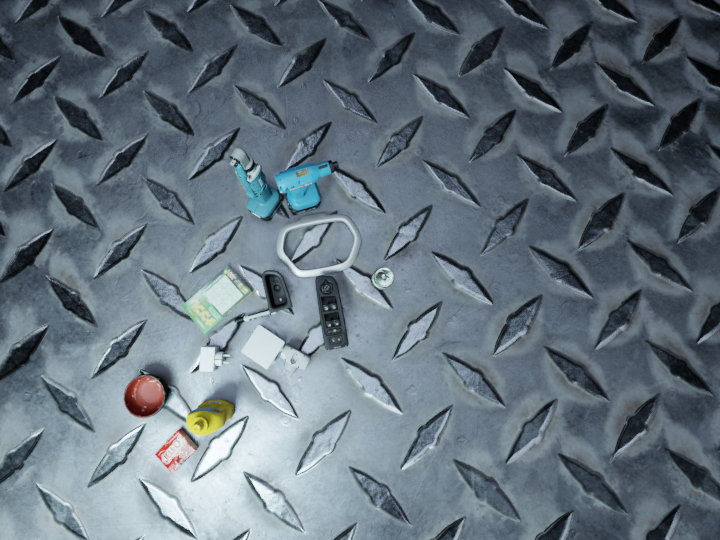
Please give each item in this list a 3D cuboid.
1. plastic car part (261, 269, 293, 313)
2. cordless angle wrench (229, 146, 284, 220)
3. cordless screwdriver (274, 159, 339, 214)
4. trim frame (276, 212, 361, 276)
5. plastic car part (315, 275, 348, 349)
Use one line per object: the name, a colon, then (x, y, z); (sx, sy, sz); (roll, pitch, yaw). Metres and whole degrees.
plastic car part: (-0.234, 0.056, 1.185); (0.066, 0.070, 0.118); (-16, 82, -4)
cordless angle wrench: (-0.262, -0.217, 1.054); (0.075, 0.420, 0.098); (31, 83, -1)
cordless screwdriver: (-0.138, -0.228, 1.140); (0.158, 0.247, 0.075); (-19, 86, -5)
trim frame: (-0.120, -0.078, 1.227); (0.248, 0.027, 0.186); (-12, 81, -1)
plastic car part: (-0.083, 0.113, 1.175); (0.066, 0.066, 0.205); (-10, 81, -3)
